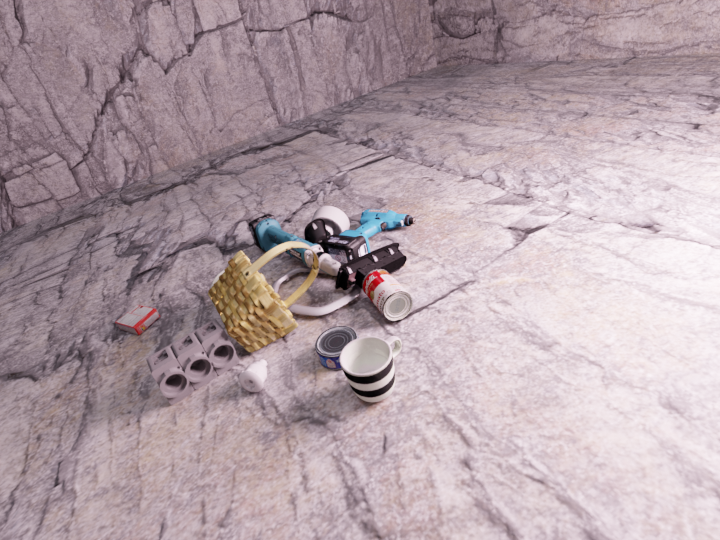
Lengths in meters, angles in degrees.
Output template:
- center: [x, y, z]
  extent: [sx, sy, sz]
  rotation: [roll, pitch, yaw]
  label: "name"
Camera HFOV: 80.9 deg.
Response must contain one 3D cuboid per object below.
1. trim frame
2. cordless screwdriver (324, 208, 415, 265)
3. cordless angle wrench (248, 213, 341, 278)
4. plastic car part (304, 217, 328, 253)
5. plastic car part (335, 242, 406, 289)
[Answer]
- center: [-0.110, 0.043, 1.004]
  extent: [0.261, 0.026, 0.182]
  rotation: [4, 38, 34]
  label: "trim frame"
- center: [0.027, -0.092, 1.107]
  extent: [0.167, 0.072, 0.245]
  rotation: [7, 34, 34]
  label: "cordless screwdriver"
- center: [-0.176, -0.064, 1.122]
  extent: [0.073, 0.095, 0.447]
  rotation: [-28, 30, -26]
  label: "cordless angle wrench"
- center: [-0.109, -0.071, 1.113]
  extent: [0.065, 0.112, 0.074]
  rotation: [-17, 52, -11]
  label: "plastic car part"
- center: [0.035, -0.009, 0.955]
  extent: [0.071, 0.064, 0.197]
  rotation: [28, 40, 34]
  label: "plastic car part"
